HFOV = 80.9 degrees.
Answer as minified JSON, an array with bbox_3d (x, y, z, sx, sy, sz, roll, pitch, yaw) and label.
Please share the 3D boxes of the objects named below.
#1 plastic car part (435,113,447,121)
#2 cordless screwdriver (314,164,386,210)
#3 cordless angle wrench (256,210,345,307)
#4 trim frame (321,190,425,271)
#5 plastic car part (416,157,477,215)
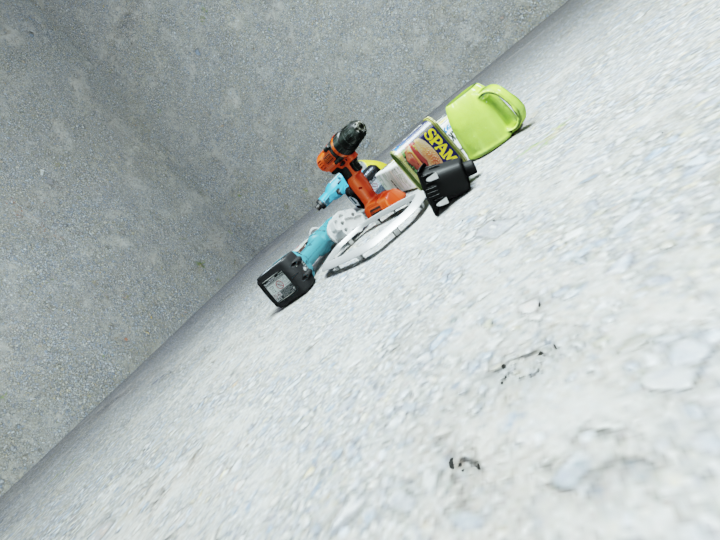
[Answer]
[{"bbox_3d":[0.188,-0.319,1.034,0.203,0.068,0.065,-41,-16,5],"label":"plastic car part"},{"bbox_3d":[-0.031,-0.208,1.118,0.159,0.071,0.260,-47,26,-6],"label":"cordless screwdriver"},{"bbox_3d":[-0.093,-0.061,0.951,0.100,0.073,0.421,-35,12,27],"label":"cordless angle wrench"},{"bbox_3d":[0.021,-0.066,0.731,0.182,0.027,0.255,-50,14,-32],"label":"trim frame"},{"bbox_3d":[0.125,-0.131,0.592,0.073,0.064,0.116,-19,16,24],"label":"plastic car part"}]
